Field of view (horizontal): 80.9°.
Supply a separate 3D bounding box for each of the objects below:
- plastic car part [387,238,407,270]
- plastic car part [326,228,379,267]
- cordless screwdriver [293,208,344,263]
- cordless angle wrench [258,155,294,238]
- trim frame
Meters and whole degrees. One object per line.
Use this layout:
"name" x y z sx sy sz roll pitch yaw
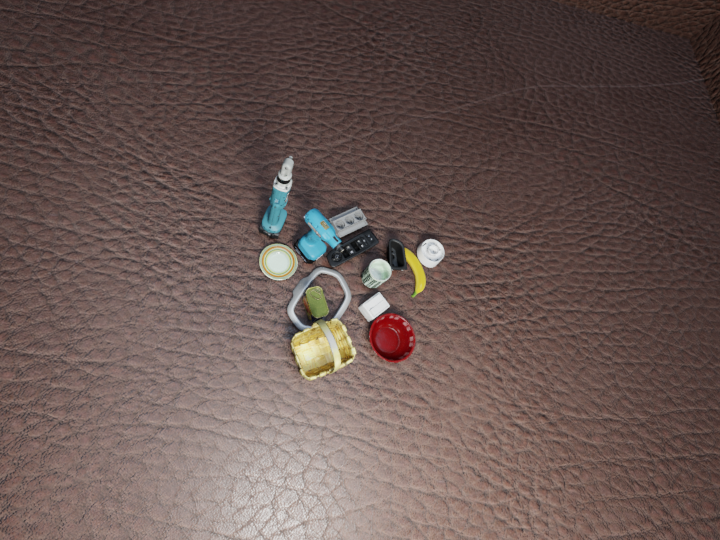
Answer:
"plastic car part" 0.122 -0.049 1.526 0.064 0.071 0.119 2 69 -15
"plastic car part" -0.036 -0.071 1.502 0.199 0.067 0.068 -30 80 -22
"cordless screwdriver" -0.136 -0.089 1.387 0.073 0.249 0.161 -38 84 -25
"cordless angle wrench" -0.255 -0.222 1.320 0.073 0.424 0.099 23 66 -9
"trim frame" -0.139 0.100 1.431 0.185 0.027 0.248 33 65 2
